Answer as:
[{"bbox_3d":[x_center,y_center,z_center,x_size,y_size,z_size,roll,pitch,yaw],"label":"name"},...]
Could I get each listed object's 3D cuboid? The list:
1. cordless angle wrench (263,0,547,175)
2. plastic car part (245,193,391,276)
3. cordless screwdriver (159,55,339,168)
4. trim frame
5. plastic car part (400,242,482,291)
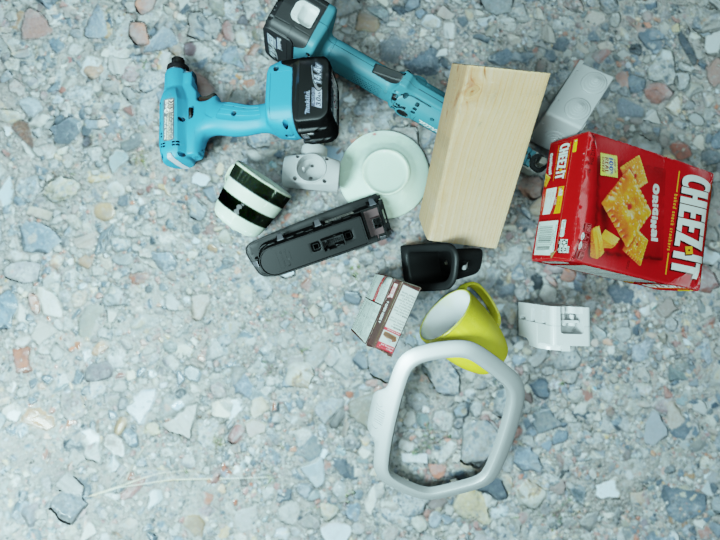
[{"bbox_3d":[0.069,-0.242,0.585,0.420,0.098,0.074,29,86,-3],"label":"cordless angle wrench"},{"bbox_3d":[-0.056,-0.037,0.575,0.204,0.069,0.064,-18,114,3],"label":"plastic car part"},{"bbox_3d":[-0.156,-0.232,0.569,0.253,0.072,0.161,-6,80,11],"label":"cordless screwdriver"},{"bbox_3d":[0.104,0.196,0.539,0.184,0.028,0.244,8,110,0],"label":"trim frame"},{"bbox_3d":[0.114,-0.008,0.558,0.068,0.121,0.066,-9,92,-28],"label":"plastic car part"}]
